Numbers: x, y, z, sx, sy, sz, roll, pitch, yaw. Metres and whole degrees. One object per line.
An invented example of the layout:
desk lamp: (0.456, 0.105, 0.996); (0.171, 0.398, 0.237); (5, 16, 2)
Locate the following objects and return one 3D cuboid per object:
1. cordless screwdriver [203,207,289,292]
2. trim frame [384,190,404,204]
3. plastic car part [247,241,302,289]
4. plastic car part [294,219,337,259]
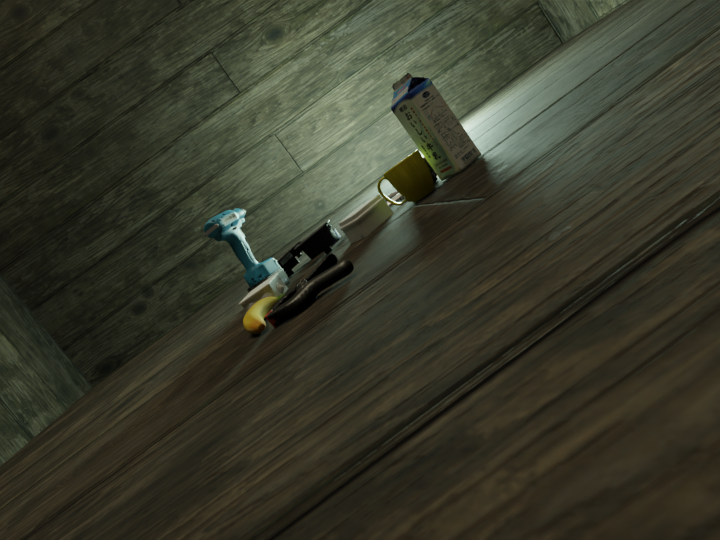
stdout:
cordless screwdriver: (-0.284, -0.050, 1.098); (0.076, 0.246, 0.158); (-33, 7, 27)
trim frame: (0.048, -0.173, 1.171); (0.255, 0.027, 0.182); (-28, 14, 36)
plastic car part: (-0.233, 0.005, 1.188); (0.200, 0.066, 0.068); (-41, 10, -25)
plastic car part: (-0.109, -0.071, 1.118); (0.117, 0.070, 0.066); (-35, 8, 6)
